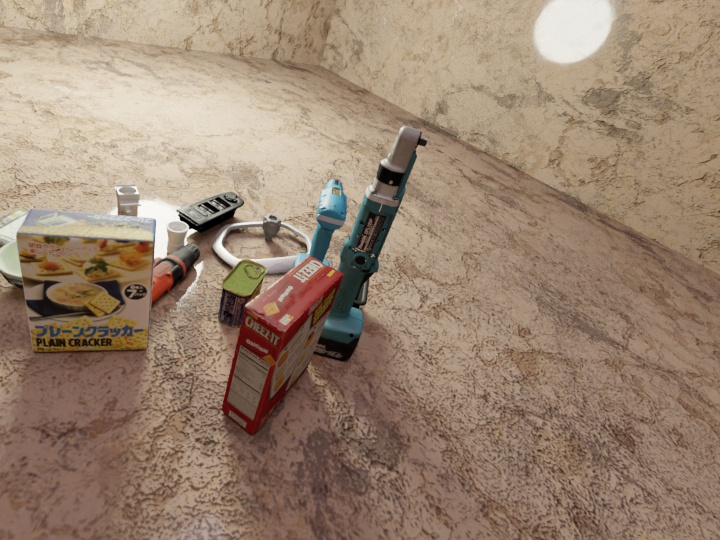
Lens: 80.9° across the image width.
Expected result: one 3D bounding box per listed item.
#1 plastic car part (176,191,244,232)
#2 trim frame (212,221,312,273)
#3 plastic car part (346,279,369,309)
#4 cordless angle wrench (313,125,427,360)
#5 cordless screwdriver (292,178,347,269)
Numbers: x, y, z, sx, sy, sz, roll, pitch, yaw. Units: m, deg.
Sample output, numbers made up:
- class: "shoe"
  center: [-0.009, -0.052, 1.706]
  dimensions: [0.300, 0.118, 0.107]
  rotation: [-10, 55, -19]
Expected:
- class: "plastic car part"
  center: [-0.346, -0.134, 0.998]
  dimensions: [0.068, 0.066, 0.201]
  rotation: [25, 33, 9]
- class: "trim frame"
  center: [-0.219, -0.059, 0.981]
  dimensions: [0.238, 0.027, 0.194]
  rotation: [-6, 40, -32]
- class: "plastic car part"
  center: [-0.023, 0.054, 0.867]
  dimensions: [0.065, 0.070, 0.119]
  rotation: [16, 33, -6]
- class: "cordless angle wrench"
  center: [0.002, -0.028, 0.680]
  dimensions: [0.097, 0.417, 0.076]
  rotation: [18, 32, -6]
- class: "cordless screwdriver"
  center: [-0.082, -0.053, 0.836]
  dimensions: [0.073, 0.245, 0.163]
  rotation: [15, 33, -10]
